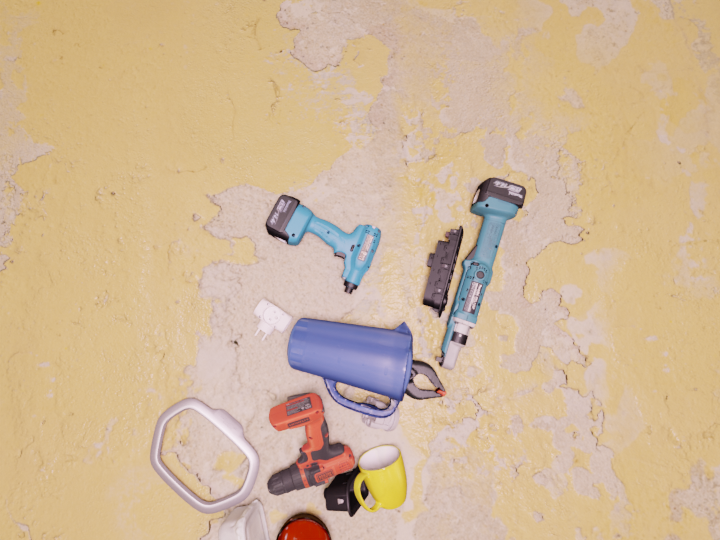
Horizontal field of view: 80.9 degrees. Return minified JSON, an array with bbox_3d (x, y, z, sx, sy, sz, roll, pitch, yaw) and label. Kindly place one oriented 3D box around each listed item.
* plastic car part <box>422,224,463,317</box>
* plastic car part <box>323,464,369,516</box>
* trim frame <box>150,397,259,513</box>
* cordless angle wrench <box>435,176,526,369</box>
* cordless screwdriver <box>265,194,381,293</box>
[{"bbox_3d":[0.178,0.000,0.925,0.069,0.064,0.204,11,80,11],"label":"plastic car part"},{"bbox_3d":[-0.035,0.434,0.832,0.073,0.112,0.067,-16,82,20],"label":"plastic car part"},{"bbox_3d":[-0.329,0.386,0.888,0.253,0.027,0.184,37,84,10],"label":"trim frame"},{"bbox_3d":[0.251,0.009,0.919,0.099,0.073,0.424,19,83,3],"label":"cordless angle wrench"},{"bbox_3d":[-0.092,-0.060,0.942,0.250,0.074,0.160,22,81,2],"label":"cordless screwdriver"}]
